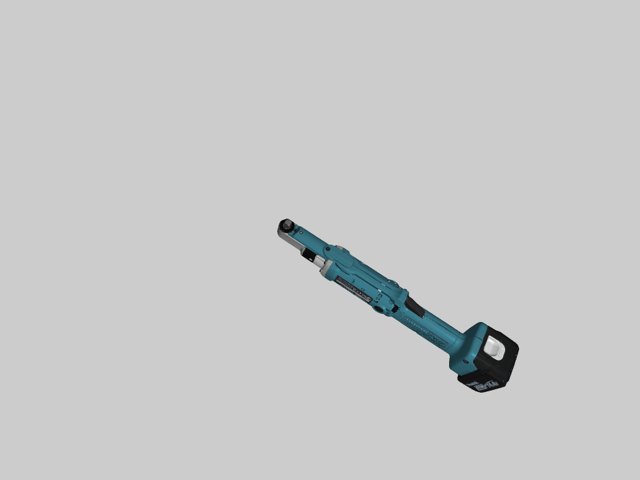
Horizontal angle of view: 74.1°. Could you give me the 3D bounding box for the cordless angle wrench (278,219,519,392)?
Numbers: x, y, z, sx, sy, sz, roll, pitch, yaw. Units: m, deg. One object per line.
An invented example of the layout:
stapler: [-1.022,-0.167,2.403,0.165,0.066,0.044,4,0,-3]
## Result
cordless angle wrench: [0.108,0.092,0.686,0.423,0.074,0.098,33,-30,5]
